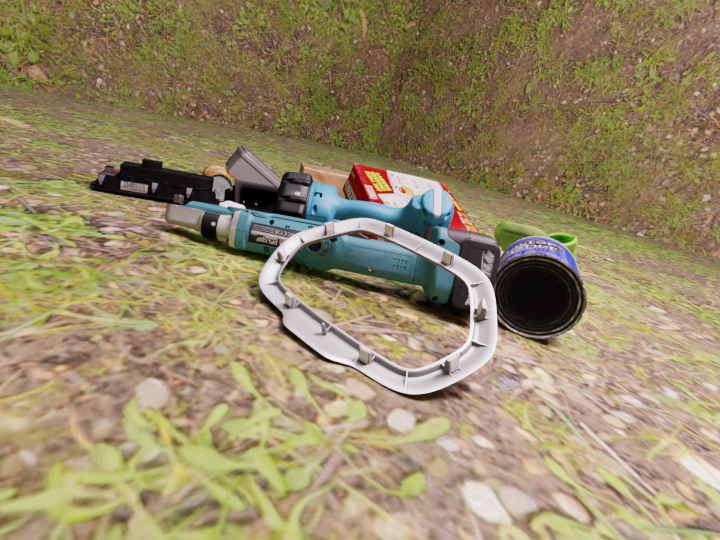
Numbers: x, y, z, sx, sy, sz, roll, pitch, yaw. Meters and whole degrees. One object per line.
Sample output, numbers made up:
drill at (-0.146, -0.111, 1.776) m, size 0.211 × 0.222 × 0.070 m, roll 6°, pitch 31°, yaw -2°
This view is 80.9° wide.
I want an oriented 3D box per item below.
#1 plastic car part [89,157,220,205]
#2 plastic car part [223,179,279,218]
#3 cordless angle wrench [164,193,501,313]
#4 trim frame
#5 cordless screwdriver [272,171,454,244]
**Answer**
plastic car part at (-0.334, -0.149, 0.711) m, size 0.198 × 0.066 × 0.068 m, roll 12°, pitch 11°, yaw -15°
plastic car part at (-0.190, -0.119, 0.735) m, size 0.075 × 0.065 × 0.111 m, roll 10°, pitch 9°, yaw 37°
cordless angle wrench at (-0.053, -0.035, 0.541) m, size 0.429 × 0.098 × 0.073 m, roll 11°, pitch 3°, yaw 7°
trim frame at (0.011, 0.016, 0.417) m, size 0.262 × 0.026 × 0.181 m, roll 31°, pitch 56°, yaw 32°
cordless screwdriver at (-0.001, -0.065, 0.630) m, size 0.252 × 0.154 × 0.076 m, roll 8°, pitch 60°, yaw 5°
